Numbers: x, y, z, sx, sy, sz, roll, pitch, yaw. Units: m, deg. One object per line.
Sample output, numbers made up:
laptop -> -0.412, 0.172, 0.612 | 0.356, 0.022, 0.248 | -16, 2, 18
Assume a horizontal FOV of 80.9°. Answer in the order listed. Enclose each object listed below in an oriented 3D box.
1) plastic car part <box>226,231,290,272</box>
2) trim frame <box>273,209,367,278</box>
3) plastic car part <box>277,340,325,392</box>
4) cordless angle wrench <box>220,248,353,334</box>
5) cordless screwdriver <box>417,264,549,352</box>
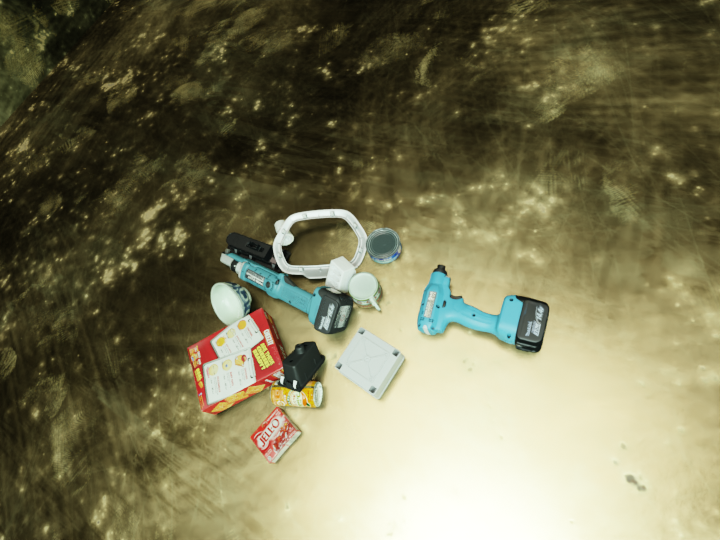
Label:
plastic car part -> -0.296, -0.058, 1.162 | 0.213, 0.063, 0.066 | 18, 78, 29
trim frame -> -0.107, -0.070, 1.090 | 0.252, 0.027, 0.187 | -3, 76, 9
plastic car part -> -0.132, 0.199, 0.932 | 0.069, 0.068, 0.115 | 6, 35, 32
cordless angle wrench -> -0.215, 0.034, 1.071 | 0.446, 0.071, 0.097 | 22, 99, 32
cordless screwdriver -> 0.254, 0.074, 0.886 | 0.260, 0.070, 0.161 | 8, 66, 27
